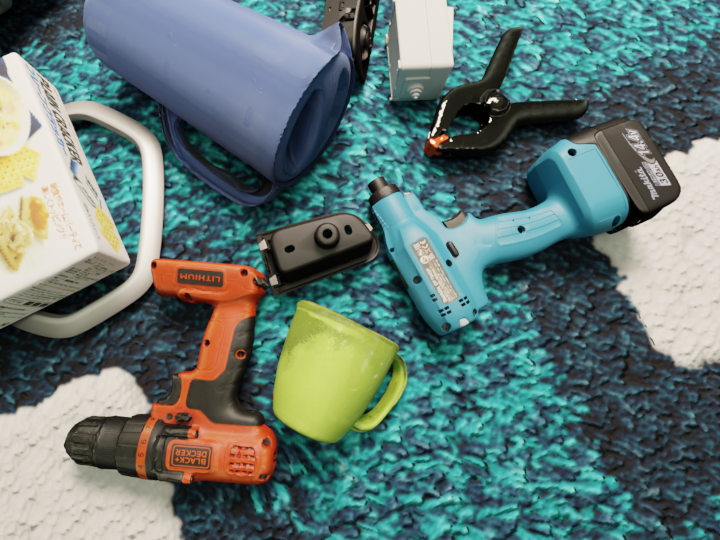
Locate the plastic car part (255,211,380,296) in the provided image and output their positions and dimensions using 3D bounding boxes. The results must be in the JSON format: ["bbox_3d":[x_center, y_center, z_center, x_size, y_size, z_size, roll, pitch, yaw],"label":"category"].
[{"bbox_3d":[-0.039,-0.025,0.395,0.116,0.070,0.067,-18,84,-1],"label":"plastic car part"}]

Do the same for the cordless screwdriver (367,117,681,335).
[{"bbox_3d":[0.139,-0.065,0.402,0.248,0.073,0.162,-28,80,-1],"label":"cordless screwdriver"}]

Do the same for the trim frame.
[{"bbox_3d":[-0.290,-0.059,0.428,0.184,0.027,0.251,-4,80,-1],"label":"trim frame"}]

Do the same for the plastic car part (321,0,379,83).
[{"bbox_3d":[-0.009,-0.304,0.460,0.068,0.064,0.205,1,78,8],"label":"plastic car part"}]
